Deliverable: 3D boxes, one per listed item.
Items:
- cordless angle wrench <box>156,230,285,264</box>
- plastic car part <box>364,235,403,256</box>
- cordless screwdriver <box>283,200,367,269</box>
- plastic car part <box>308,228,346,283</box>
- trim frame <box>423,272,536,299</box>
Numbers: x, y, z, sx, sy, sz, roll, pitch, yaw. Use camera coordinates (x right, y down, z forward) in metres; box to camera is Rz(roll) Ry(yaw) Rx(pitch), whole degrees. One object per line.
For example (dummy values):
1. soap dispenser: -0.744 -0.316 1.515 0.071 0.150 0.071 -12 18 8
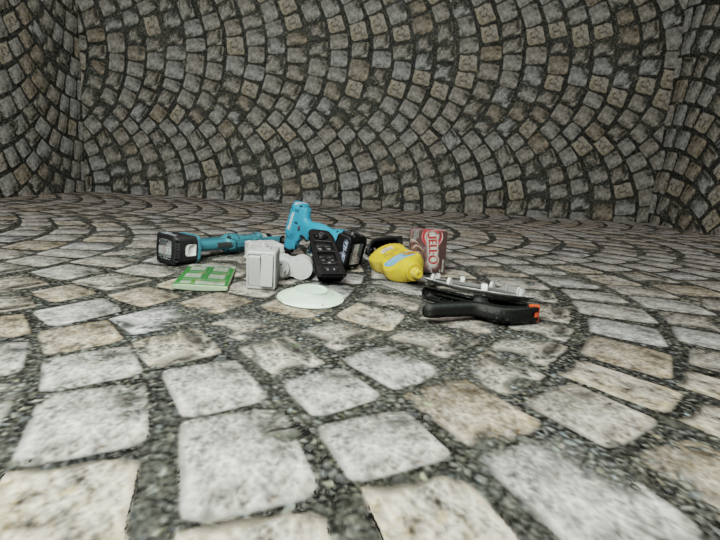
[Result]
1. cordless angle wrench: -0.367 -0.078 1.198 0.103 0.073 0.406 11 13 32
2. plastic car part: 0.063 -0.068 1.280 0.114 0.066 0.072 -4 -2 -15
3. cordless screwdriver: -0.111 -0.073 1.139 0.262 0.158 0.071 30 21 33
4. plastic car part: -0.083 -0.031 0.998 0.065 0.065 0.212 -7 39 -10
5. trim frame: 0.238 0.030 0.869 0.181 0.027 0.253 9 1 -13
